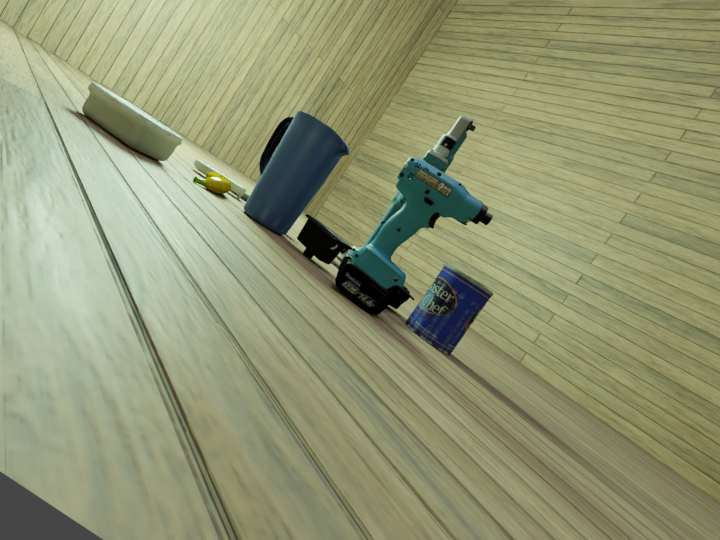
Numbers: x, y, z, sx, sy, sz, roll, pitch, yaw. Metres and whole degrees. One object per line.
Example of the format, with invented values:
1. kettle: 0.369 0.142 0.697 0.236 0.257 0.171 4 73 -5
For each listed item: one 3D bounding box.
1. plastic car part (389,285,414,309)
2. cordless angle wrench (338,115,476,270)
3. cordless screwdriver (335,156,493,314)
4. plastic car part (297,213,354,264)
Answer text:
1. plastic car part: 0.051 0.036 0.840 0.070 0.067 0.192 36 5 33
2. cordless angle wrench: 0.105 -0.147 0.903 0.101 0.423 0.072 35 4 14
3. cordless screwdriver: 0.080 -0.040 0.676 0.162 0.249 0.073 34 4 8
4. plastic car part: -0.082 -0.053 0.834 0.123 0.071 0.062 37 5 39
